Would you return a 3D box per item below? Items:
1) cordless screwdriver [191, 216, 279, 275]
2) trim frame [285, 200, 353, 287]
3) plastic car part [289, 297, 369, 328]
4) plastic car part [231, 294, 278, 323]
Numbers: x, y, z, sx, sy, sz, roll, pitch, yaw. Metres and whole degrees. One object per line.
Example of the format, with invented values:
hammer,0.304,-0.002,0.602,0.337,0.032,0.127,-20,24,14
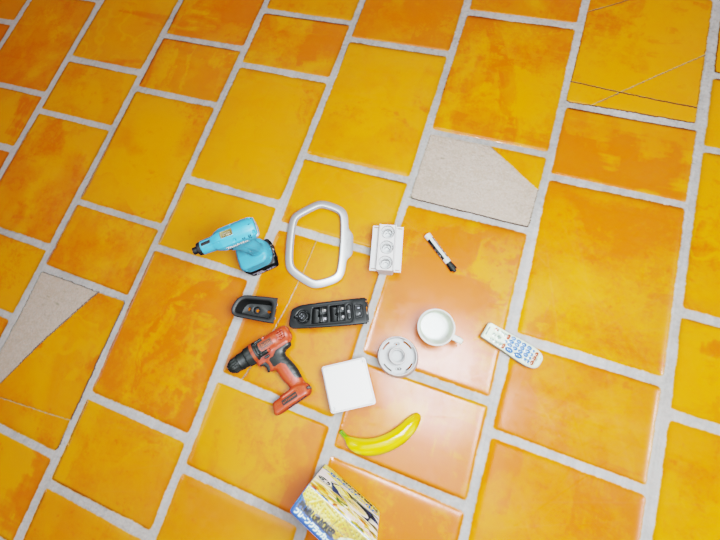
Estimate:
cordless screwdriver,-0.306,-0.049,1.068,0.159,0.242,0.076,-21,74,0
trim frame,-0.113,-0.074,1.156,0.187,0.027,0.252,0,73,10
plastic car part,-0.080,0.114,1.072,0.205,0.065,0.067,-6,73,7
plastic car part,-0.270,0.102,1.106,0.119,0.069,0.067,6,75,10
